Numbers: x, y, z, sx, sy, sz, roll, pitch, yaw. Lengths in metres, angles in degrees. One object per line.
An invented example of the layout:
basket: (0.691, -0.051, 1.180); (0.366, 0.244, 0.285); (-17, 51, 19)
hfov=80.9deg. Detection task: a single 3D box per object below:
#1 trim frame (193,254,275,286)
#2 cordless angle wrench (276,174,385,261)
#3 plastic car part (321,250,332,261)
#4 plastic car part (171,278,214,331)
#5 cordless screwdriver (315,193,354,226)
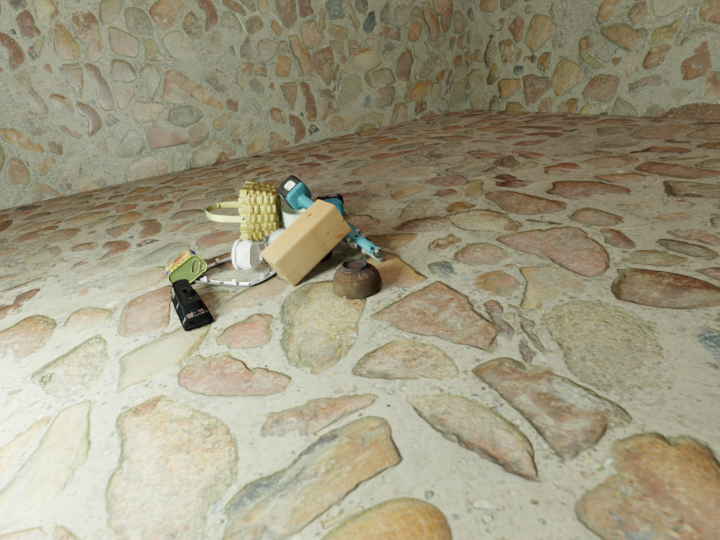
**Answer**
trim frame: (-0.340, -0.001, 1.150); (0.259, 0.027, 0.182); (5, 30, 25)
cordless angle wrench: (-0.084, -0.143, 1.197); (0.074, 0.093, 0.447); (-46, 54, -7)
plastic car part: (-0.114, -0.075, 1.170); (0.067, 0.069, 0.117); (-6, 22, 10)
plastic car part: (-0.408, 0.070, 0.994); (0.065, 0.065, 0.214); (-28, 28, -22)
cordless screwdriver: (-0.087, -0.169, 1.353); (0.162, 0.072, 0.253); (-5, 30, 10)
